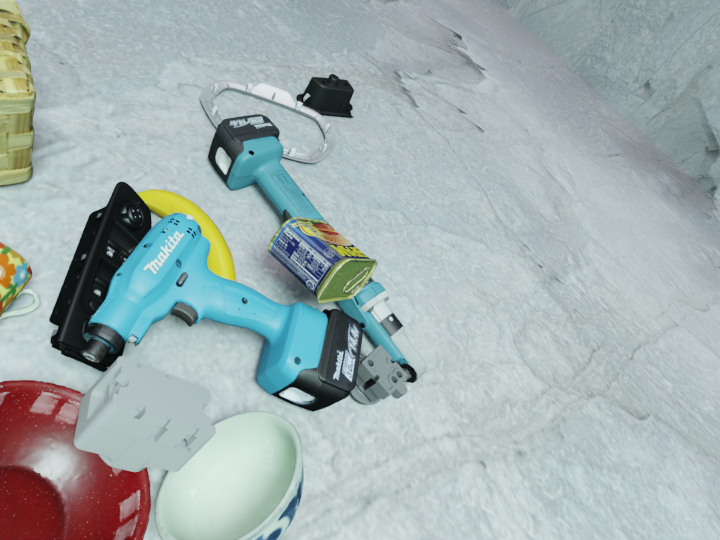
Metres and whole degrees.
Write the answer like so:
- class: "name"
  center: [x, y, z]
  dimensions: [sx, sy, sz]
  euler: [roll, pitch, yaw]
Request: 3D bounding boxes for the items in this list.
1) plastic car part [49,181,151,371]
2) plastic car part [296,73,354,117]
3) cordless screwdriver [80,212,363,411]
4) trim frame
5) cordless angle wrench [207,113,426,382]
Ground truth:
- class: "plastic car part"
  center: [-0.259, 0.000, 0.427]
  dimensions: [0.062, 0.069, 0.209]
  euler: [46, 32, -47]
- class: "plastic car part"
  center: [-0.059, -0.349, 0.831]
  dimensions: [0.111, 0.071, 0.069]
  euler: [-8, 58, -39]
- class: "cordless screwdriver"
  center: [-0.122, 0.063, 0.414]
  dimensions: [0.242, 0.075, 0.161]
  euler: [33, 46, -15]
- class: "trim frame"
  center: [-0.154, -0.266, 0.738]
  dimensions: [0.241, 0.027, 0.190]
  euler: [12, 47, -18]
- class: "cordless angle wrench"
  center: [-0.056, -0.036, 0.570]
  dimensions: [0.095, 0.074, 0.434]
  euler: [-25, 71, -42]
